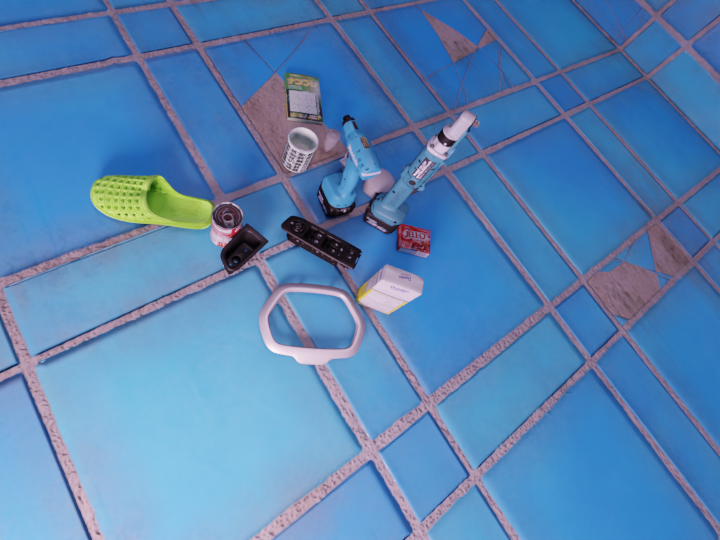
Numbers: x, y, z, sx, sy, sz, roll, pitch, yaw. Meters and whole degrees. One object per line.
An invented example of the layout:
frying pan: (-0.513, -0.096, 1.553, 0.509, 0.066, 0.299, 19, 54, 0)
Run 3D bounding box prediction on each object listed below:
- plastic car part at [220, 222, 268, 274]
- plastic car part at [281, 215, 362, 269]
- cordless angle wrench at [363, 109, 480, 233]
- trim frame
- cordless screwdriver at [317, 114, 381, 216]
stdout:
plastic car part: (-0.275, -0.038, 0.961, 0.066, 0.071, 0.116, 38, 60, -1)
plastic car part: (-0.101, -0.066, 1.032, 0.202, 0.067, 0.066, 31, 60, -2)
cordless angle wrench: (0.128, -0.218, 0.972, 0.097, 0.425, 0.074, 32, 60, -7)
trim frame: (-0.108, 0.119, 0.963, 0.242, 0.027, 0.189, 6, 64, -15)
cordless screwdriver: (-0.039, -0.246, 1.033, 0.072, 0.250, 0.163, -13, 73, -26)
